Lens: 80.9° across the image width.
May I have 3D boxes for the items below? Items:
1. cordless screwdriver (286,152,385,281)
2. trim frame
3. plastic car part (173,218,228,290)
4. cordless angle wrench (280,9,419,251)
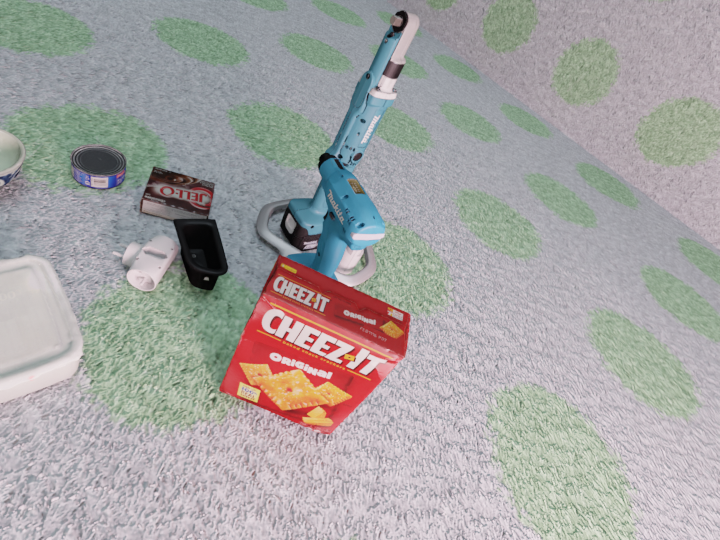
[{"bbox_3d":[-0.062,-0.040,0.631,0.071,0.248,0.166,-2,51,-33],"label":"cordless screwdriver"},{"bbox_3d":[-0.082,-0.059,0.807,0.250,0.027,0.184,30,41,2],"label":"trim frame"},{"bbox_3d":[-0.246,-0.017,0.644,0.063,0.070,0.122,-3,50,-33],"label":"plastic car part"},{"bbox_3d":[-0.021,-0.199,0.682,0.094,0.422,0.077,-10,57,-39],"label":"cordless angle wrench"}]
